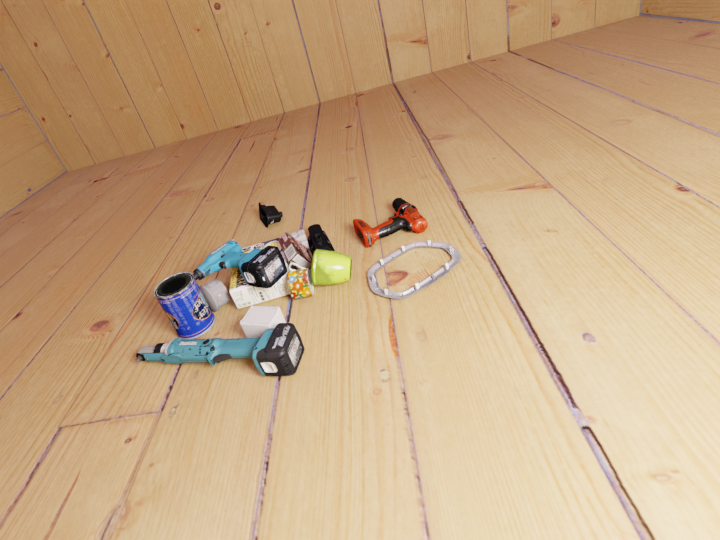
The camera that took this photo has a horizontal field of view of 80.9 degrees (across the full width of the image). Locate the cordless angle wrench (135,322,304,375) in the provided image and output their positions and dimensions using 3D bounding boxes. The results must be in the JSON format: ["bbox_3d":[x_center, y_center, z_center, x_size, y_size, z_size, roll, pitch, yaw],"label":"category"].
[{"bbox_3d":[-0.336,0.181,0.952,0.436,0.071,0.099,-5,34,21],"label":"cordless angle wrench"}]

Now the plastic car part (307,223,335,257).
[{"bbox_3d":[-0.121,-0.079,1.234,0.066,0.064,0.211,-25,31,-1],"label":"plastic car part"}]

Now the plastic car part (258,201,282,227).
[{"bbox_3d":[-0.313,-0.196,1.495,0.069,0.064,0.123,-15,33,-24],"label":"plastic car part"}]

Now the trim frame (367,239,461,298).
[{"bbox_3d":[0.130,-0.010,1.045,0.244,0.026,0.195,-30,36,-21],"label":"trim frame"}]

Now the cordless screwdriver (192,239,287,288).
[{"bbox_3d":[-0.320,-0.009,1.095,0.262,0.071,0.157,11,42,40],"label":"cordless screwdriver"}]
